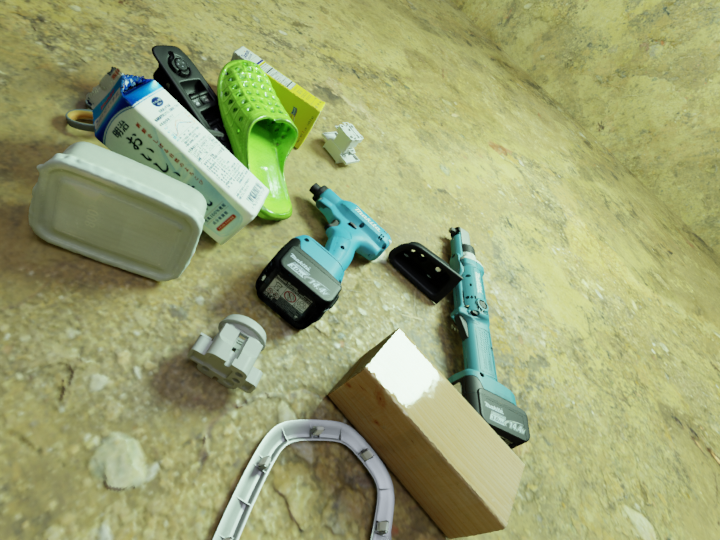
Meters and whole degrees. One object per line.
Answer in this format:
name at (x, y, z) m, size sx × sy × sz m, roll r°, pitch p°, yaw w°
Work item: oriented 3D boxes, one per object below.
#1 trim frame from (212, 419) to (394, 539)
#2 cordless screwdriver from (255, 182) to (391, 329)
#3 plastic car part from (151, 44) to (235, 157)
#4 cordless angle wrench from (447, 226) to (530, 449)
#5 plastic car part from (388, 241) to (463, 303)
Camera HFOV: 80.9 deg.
trim frame at (-0.043, 0.260, 0.400) m, size 0.182 × 0.028 × 0.250 m, roll 35°, pitch 40°, yaw -7°
cordless screwdriver at (-0.060, -0.039, 0.614) m, size 0.160 × 0.075 × 0.246 m, roll 41°, pitch 38°, yaw 1°
plastic car part at (-0.246, -0.243, 0.644) m, size 0.065 × 0.070 × 0.197 m, roll -46°, pitch 113°, yaw -42°
cordless angle wrench at (0.180, 0.070, 0.693) m, size 0.095 × 0.075 × 0.432 m, roll 27°, pitch 41°, yaw -17°
plastic car part at (0.110, -0.012, 0.726) m, size 0.118 × 0.066 × 0.070 m, roll 41°, pitch 26°, yaw 5°
